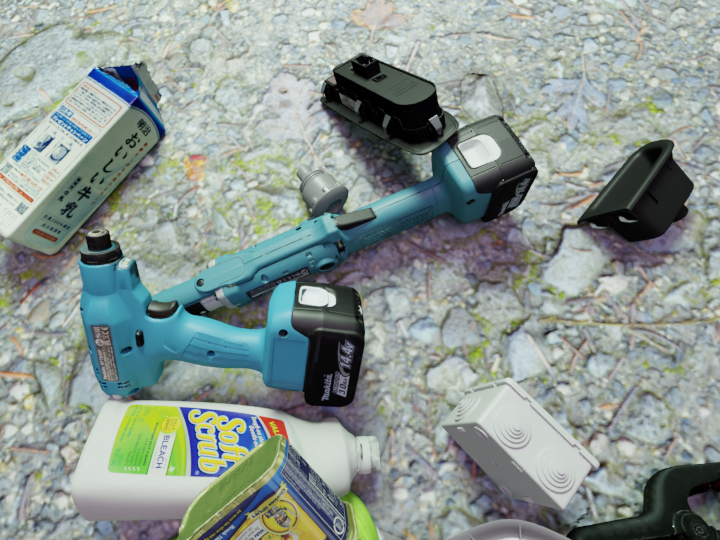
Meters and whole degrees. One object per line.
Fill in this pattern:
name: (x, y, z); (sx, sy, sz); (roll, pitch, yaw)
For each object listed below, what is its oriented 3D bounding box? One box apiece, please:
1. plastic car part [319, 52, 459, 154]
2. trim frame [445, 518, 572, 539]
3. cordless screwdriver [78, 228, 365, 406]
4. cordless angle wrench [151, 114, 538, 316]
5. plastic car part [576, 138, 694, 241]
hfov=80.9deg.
plastic car part: (0.023, -0.184, 0.438); (0.065, 0.064, 0.214); (-28, 48, -13)
trim frame: (0.105, 0.296, 0.316); (0.250, 0.027, 0.187); (-39, 81, 13)
cordless screwdriver: (-0.122, 0.042, 0.378); (0.249, 0.076, 0.155); (2, 115, 0)
cordless angle wrench: (-0.042, -0.028, 0.433); (0.424, 0.094, 0.077); (-23, 69, 2)
plastic car part: (0.299, -0.075, 0.436); (0.116, 0.067, 0.071); (-45, 94, -12)
